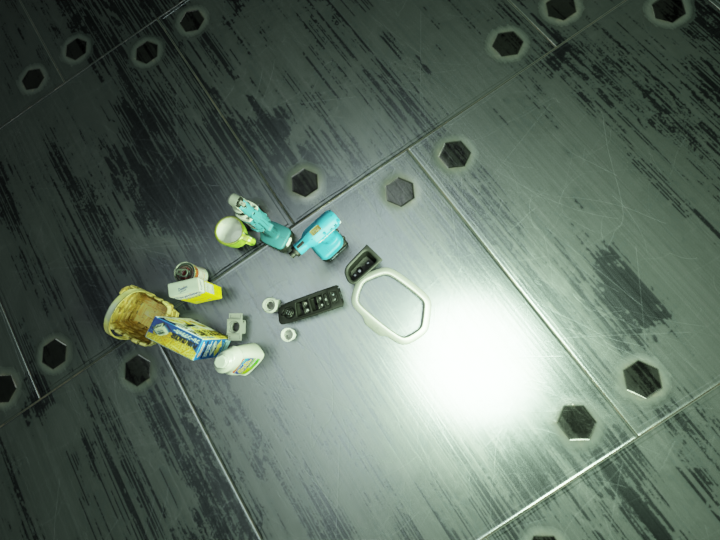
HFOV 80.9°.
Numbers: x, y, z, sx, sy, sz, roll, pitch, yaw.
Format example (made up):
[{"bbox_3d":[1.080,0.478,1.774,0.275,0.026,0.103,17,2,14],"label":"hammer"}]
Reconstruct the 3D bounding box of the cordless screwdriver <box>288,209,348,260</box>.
[{"bbox_3d":[-0.117,-0.077,1.201,0.159,0.243,0.076,-42,81,-2],"label":"cordless screwdriver"}]

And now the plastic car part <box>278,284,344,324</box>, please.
[{"bbox_3d":[-0.149,0.106,1.260,0.204,0.065,0.067,-19,79,5],"label":"plastic car part"}]

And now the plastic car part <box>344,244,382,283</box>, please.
[{"bbox_3d":[0.002,-0.009,1.257,0.116,0.069,0.068,-44,79,-2],"label":"plastic car part"}]

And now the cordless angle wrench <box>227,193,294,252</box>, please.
[{"bbox_3d":[-0.274,-0.132,1.149,0.100,0.414,0.074,26,84,7],"label":"cordless angle wrench"}]

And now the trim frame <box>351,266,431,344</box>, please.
[{"bbox_3d":[0.090,0.102,1.242,0.255,0.027,0.184,37,86,14],"label":"trim frame"}]
